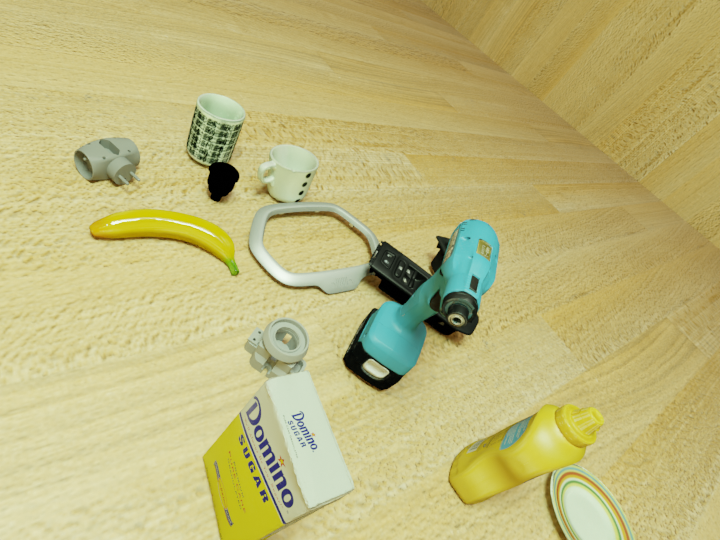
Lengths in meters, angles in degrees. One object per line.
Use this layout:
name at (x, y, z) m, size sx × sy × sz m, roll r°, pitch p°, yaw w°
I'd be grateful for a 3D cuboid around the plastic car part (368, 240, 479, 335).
plastic car part at (0.095, 0.042, 0.680) m, size 0.204 × 0.067 × 0.066 m, roll 33°, pitch 40°, yaw 1°

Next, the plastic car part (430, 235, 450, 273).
plastic car part at (0.164, 0.004, 0.760) m, size 0.063 × 0.071 × 0.121 m, roll 12°, pitch 44°, yaw -26°

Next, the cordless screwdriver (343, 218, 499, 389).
cordless screwdriver at (0.065, 0.061, 0.500) m, size 0.074 × 0.249 × 0.159 m, roll 35°, pitch 40°, yaw -3°

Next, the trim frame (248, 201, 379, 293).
trim frame at (-0.068, -0.045, 0.696) m, size 0.238 × 0.027 × 0.192 m, roll -8°, pitch 54°, yaw -38°
